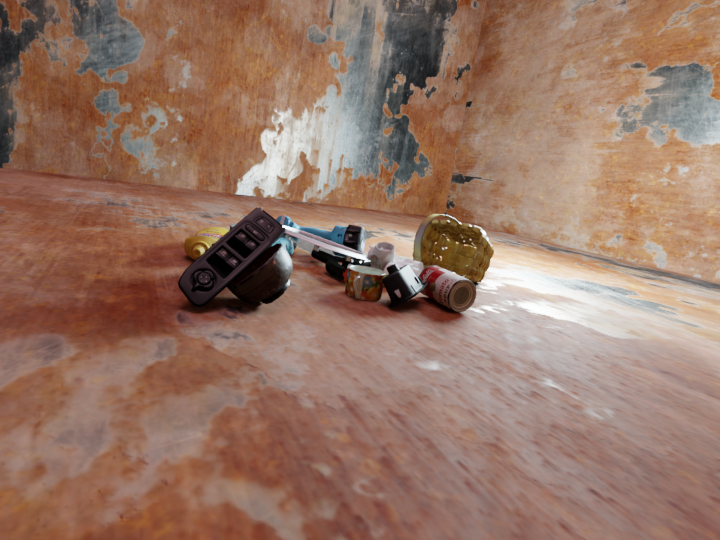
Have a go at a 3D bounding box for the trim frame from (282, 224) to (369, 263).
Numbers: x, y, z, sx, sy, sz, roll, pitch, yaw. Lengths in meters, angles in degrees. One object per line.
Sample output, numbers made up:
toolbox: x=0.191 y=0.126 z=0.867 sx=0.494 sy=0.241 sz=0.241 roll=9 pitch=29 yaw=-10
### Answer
trim frame: x=-0.094 y=-0.062 z=0.964 sx=0.259 sy=0.027 sz=0.177 roll=19 pitch=7 yaw=23

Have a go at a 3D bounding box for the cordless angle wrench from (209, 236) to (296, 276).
cordless angle wrench: x=-0.205 y=-0.045 z=0.952 sx=0.099 sy=0.074 sz=0.419 roll=-10 pitch=6 yaw=7

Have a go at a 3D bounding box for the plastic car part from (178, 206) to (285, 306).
plastic car part: x=-0.211 y=-0.018 z=0.680 sx=0.066 sy=0.068 sz=0.201 roll=43 pitch=50 yaw=-6

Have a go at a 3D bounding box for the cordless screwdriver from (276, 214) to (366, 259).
cordless screwdriver: x=-0.111 y=-0.089 z=1.188 sx=0.254 sy=0.075 sz=0.155 roll=12 pitch=-14 yaw=9

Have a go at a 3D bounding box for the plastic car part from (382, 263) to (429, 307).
plastic car part: x=0.076 y=0.021 z=0.806 sx=0.067 sy=0.072 sz=0.113 roll=-29 pitch=-5 yaw=24
